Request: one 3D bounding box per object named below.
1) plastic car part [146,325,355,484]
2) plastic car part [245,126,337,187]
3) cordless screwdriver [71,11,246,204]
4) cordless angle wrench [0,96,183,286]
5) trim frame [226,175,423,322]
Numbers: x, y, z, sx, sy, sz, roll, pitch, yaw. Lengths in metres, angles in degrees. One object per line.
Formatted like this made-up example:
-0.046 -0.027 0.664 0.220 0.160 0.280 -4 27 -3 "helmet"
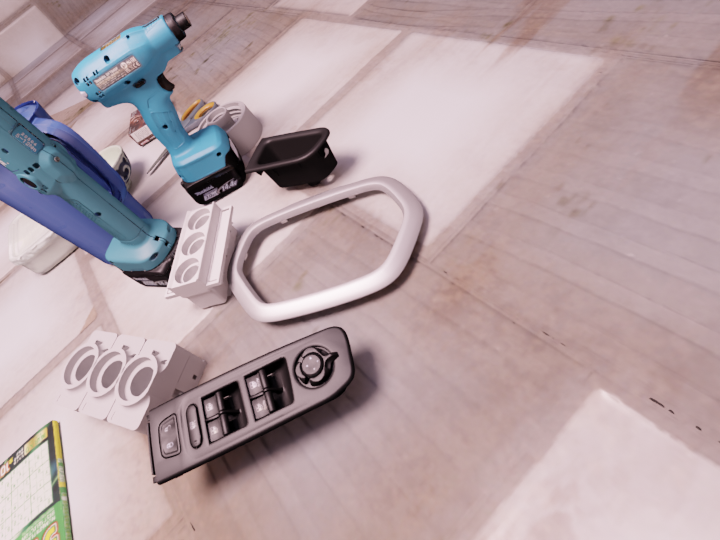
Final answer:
-0.091 0.123 0.383 0.204 0.063 0.069 -29 49 7 "plastic car part"
-0.082 -0.142 0.564 0.121 0.067 0.067 2 58 29 "plastic car part"
-0.243 -0.216 0.591 0.160 0.235 0.078 -28 49 6 "cordless screwdriver"
-0.349 -0.115 0.466 0.102 0.400 0.075 0 57 27 "cordless angle wrench"
-0.048 -0.032 0.495 0.253 0.026 0.191 -20 51 15 "trim frame"
